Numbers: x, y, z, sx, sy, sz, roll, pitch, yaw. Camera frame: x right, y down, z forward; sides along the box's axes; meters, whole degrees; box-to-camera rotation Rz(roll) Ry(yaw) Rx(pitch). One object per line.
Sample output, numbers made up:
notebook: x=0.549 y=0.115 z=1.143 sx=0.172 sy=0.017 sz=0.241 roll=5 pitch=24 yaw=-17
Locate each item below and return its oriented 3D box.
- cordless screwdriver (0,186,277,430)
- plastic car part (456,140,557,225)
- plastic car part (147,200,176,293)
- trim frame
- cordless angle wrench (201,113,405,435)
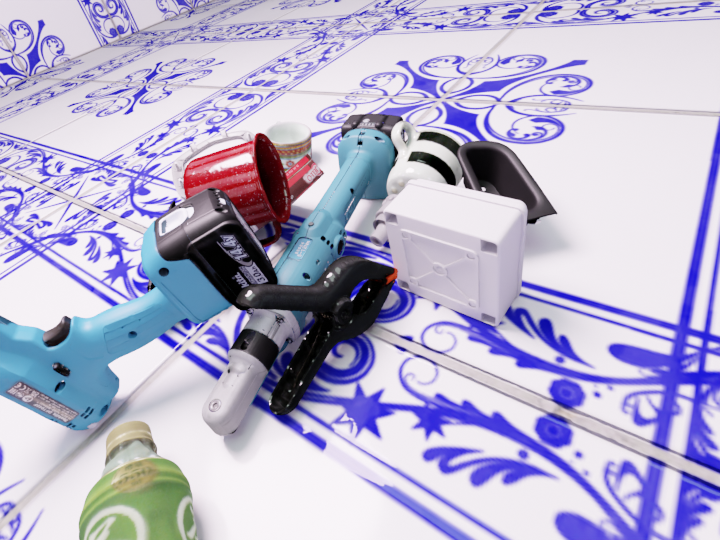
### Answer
cordless screwdriver: x=-0.205 y=0.023 z=0.356 sx=0.249 sy=0.151 sz=0.078 roll=-36 pitch=38 yaw=0
plastic car part: x=0.147 y=-0.081 z=0.465 sx=0.066 sy=0.068 sz=0.121 roll=-15 pitch=56 yaw=-1
plastic car part: x=-0.223 y=-0.024 z=0.529 sx=0.066 sy=0.064 sz=0.213 roll=-12 pitch=40 yaw=-11
trim frame: x=-0.248 y=-0.199 z=0.756 sx=0.182 sy=0.026 sz=0.262 roll=-24 pitch=40 yaw=-10
cordless angle wrench: x=-0.045 y=-0.029 z=0.461 sx=0.077 sy=0.094 sz=0.425 roll=9 pitch=50 yaw=21
